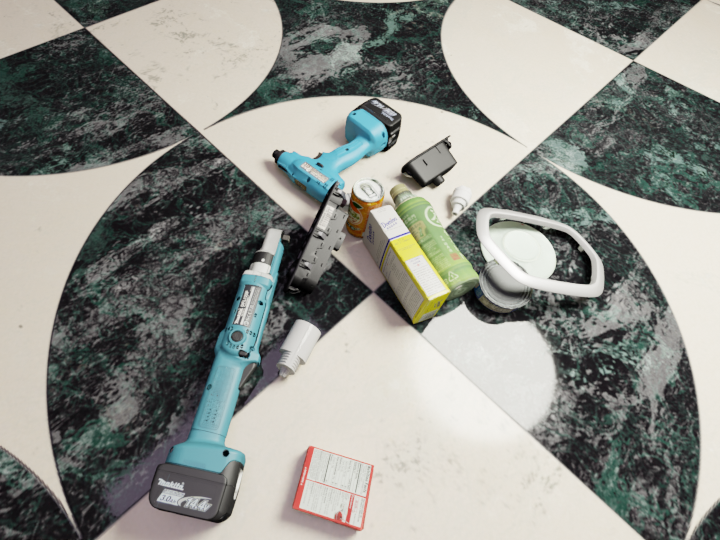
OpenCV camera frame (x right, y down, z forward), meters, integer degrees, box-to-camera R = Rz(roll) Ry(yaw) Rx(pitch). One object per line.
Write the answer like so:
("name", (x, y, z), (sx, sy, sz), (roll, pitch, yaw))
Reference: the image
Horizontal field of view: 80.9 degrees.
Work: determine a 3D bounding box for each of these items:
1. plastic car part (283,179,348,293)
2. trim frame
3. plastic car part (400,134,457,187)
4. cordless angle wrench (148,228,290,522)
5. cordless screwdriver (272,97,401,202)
("plastic car part", (-0.068, -0.045, 0.698), (0.065, 0.068, 0.203), (32, 73, -16))
("trim frame", (0.304, -0.036, 0.713), (0.242, 0.027, 0.190), (6, 51, -14))
("plastic car part", (0.140, -0.200, 0.826), (0.115, 0.066, 0.072), (-38, 83, -20))
("cordless angle wrench", (-0.174, 0.107, 0.609), (0.098, 0.072, 0.432), (9, 56, 0))
("cordless screwdriver", (-0.043, -0.248, 0.836), (0.165, 0.072, 0.247), (37, 67, 18))
